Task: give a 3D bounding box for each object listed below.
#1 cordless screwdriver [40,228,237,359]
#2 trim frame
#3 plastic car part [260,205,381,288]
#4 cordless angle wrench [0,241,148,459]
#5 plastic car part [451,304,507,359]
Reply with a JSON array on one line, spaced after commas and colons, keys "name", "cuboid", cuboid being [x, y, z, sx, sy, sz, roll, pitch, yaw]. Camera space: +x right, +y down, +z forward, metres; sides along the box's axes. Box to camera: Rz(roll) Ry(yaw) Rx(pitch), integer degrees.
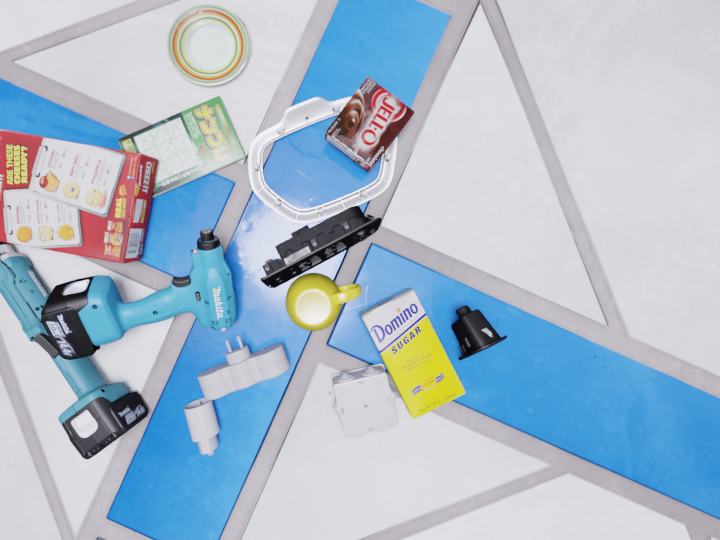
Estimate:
[{"name": "cordless screwdriver", "cuboid": [-0.308, 0.030, 0.602, 0.244, 0.078, 0.155, -10, 119, -14]}, {"name": "trim frame", "cuboid": [-0.059, -0.181, 0.675, 0.249, 0.027, 0.184, -22, 88, 1]}, {"name": "plastic car part", "cuboid": [-0.064, -0.042, 0.659, 0.203, 0.064, 0.069, -24, 66, 0]}, {"name": "cordless angle wrench", "cuboid": [-0.483, 0.076, 0.642, 0.074, 0.097, 0.427, -37, 86, -2]}, {"name": "plastic car part", "cuboid": [0.169, 0.089, 0.636, 0.066, 0.113, 0.073, -27, 70, -3]}]
